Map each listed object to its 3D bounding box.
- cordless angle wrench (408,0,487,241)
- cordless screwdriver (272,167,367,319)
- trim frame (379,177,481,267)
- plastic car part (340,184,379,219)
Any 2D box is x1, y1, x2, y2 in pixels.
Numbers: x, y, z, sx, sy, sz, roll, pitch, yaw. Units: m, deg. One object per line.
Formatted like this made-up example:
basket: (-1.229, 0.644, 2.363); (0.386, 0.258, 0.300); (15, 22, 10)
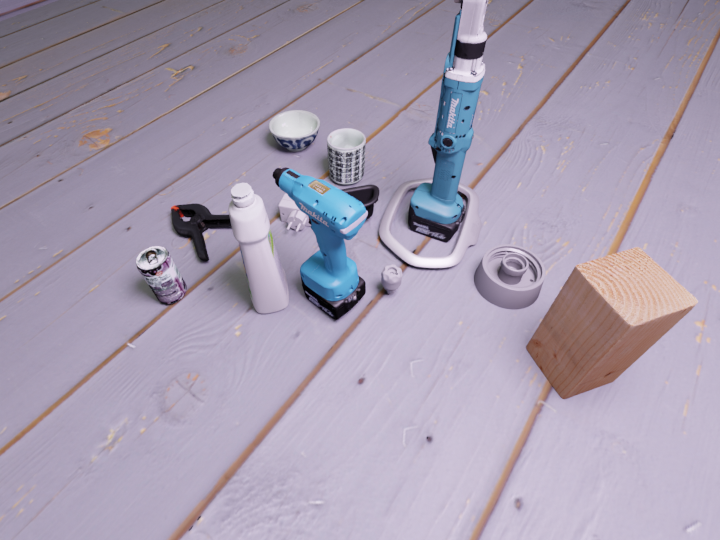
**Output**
cordless angle wrench: (0.147, -0.219, 0.679); (0.102, 0.408, 0.074); (23, 54, 18)
cordless screwdriver: (-0.065, -0.042, 0.661); (0.167, 0.240, 0.073); (36, 59, 27)
trim frame: (0.141, -0.101, 0.830); (0.190, 0.026, 0.250); (14, 53, 16)
plastic car part: (-0.018, -0.120, 0.833); (0.116, 0.068, 0.069); (-10, 51, -5)
